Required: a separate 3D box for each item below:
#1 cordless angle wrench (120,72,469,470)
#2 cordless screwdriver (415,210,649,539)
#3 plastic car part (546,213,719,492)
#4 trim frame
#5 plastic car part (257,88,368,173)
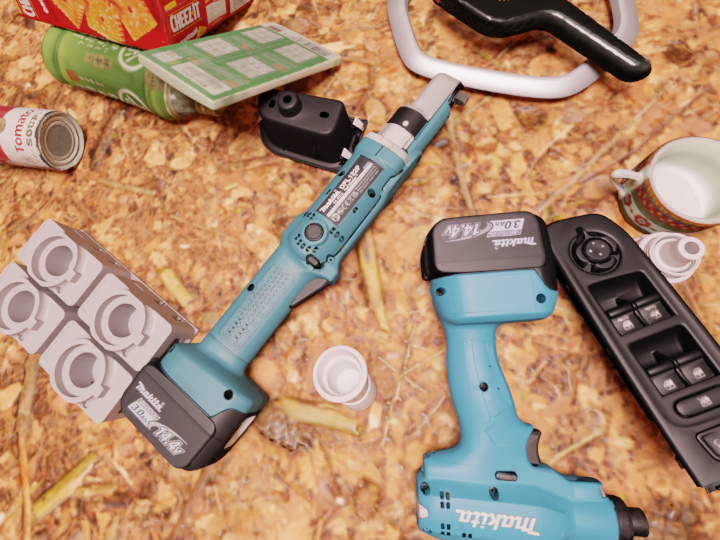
[{"bbox_3d":[-0.038,-0.025,0.392,0.101,0.072,0.422,35,82,14],"label":"cordless angle wrench"},{"bbox_3d":[0.124,0.081,0.334,0.162,0.072,0.251,0,80,9],"label":"cordless screwdriver"},{"bbox_3d":[0.215,0.046,0.327,0.067,0.064,0.209,-26,69,8],"label":"plastic car part"},{"bbox_3d":[0.150,-0.266,0.441,0.256,0.026,0.185,16,80,15],"label":"trim frame"},{"bbox_3d":[-0.058,-0.150,0.425,0.119,0.069,0.066,18,79,10],"label":"plastic car part"}]
